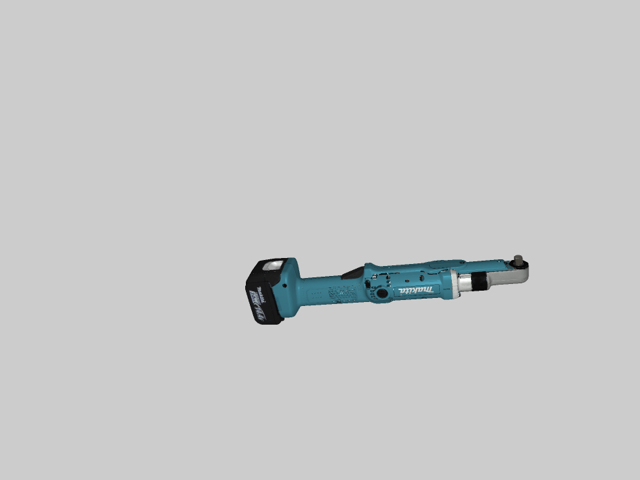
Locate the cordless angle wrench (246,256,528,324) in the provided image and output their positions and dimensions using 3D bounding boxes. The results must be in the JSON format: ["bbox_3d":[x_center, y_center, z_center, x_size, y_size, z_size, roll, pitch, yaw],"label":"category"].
[{"bbox_3d":[0.096,0.068,0.663,0.423,0.098,0.074,-6,25,14],"label":"cordless angle wrench"}]
